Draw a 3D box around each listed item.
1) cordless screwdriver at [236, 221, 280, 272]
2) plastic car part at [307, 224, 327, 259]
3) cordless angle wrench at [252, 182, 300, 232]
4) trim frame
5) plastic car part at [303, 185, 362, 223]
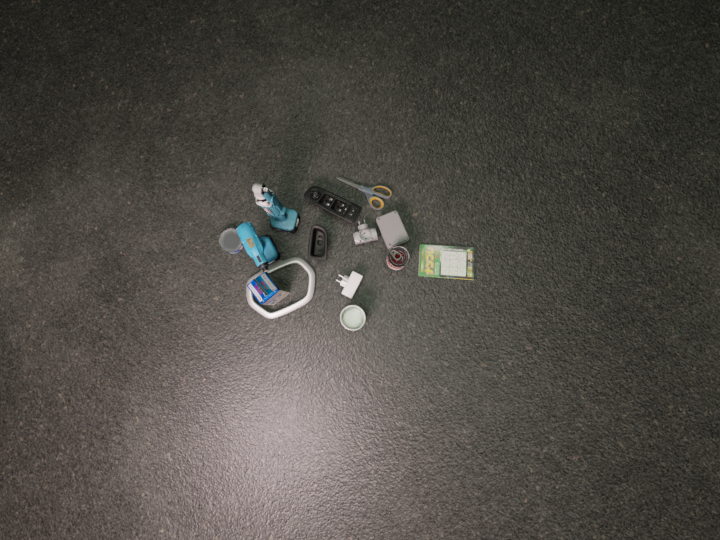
[{"bbox_3d":[-0.315,-0.057,1.355,0.074,0.245,0.162,-28,83,-2],"label":"cordless screwdriver"},{"bbox_3d":[-0.140,-0.092,1.432,0.066,0.070,0.117,3,82,3],"label":"plastic car part"},{"bbox_3d":[-0.264,-0.193,1.285,0.099,0.417,0.074,14,84,2],"label":"cordless angle wrench"},{"bbox_3d":[-0.271,0.055,1.442,0.249,0.027,0.187,-26,79,1],"label":"trim frame"},{"bbox_3d":[-0.097,-0.227,1.452,0.207,0.066,0.066,29,85,9],"label":"plastic car part"}]
